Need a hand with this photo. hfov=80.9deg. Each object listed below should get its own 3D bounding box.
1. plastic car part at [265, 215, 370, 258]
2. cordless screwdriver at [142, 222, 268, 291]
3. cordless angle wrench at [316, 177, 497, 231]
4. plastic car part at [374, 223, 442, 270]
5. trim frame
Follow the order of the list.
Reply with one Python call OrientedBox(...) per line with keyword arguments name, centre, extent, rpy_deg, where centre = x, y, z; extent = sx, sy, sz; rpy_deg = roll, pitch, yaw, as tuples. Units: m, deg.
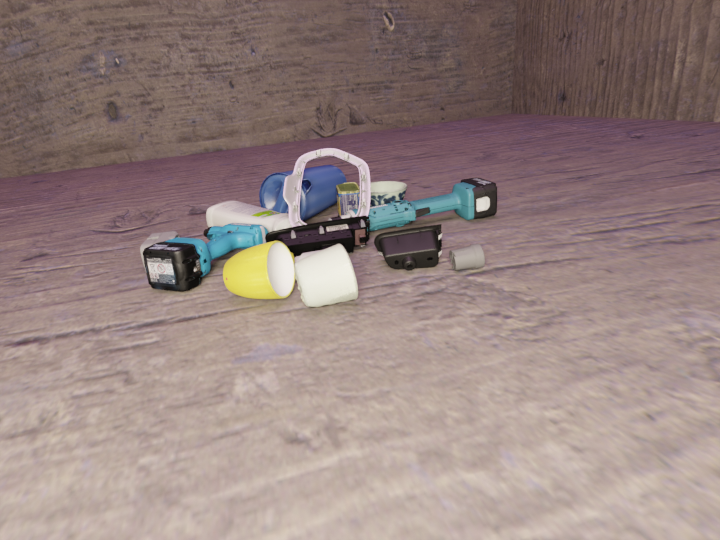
OrientedBox(name="plastic car part", centre=(-0.079, -0.052, 0.808), extent=(0.202, 0.064, 0.069), rpy_deg=(-6, 48, -3))
OrientedBox(name="cordless screwdriver", centre=(-0.310, -0.042, 0.821), extent=(0.166, 0.073, 0.244), rpy_deg=(5, 22, 25))
OrientedBox(name="cordless angle wrench", centre=(0.085, -0.124, 0.918), extent=(0.418, 0.072, 0.102), rpy_deg=(-13, 24, -9))
OrientedBox(name="plastic car part", centre=(0.086, -0.030, 0.720), extent=(0.117, 0.063, 0.073), rpy_deg=(-8, 36, 2))
OrientedBox(name="trim frame", centre=(-0.071, -0.174, 0.904), extent=(0.186, 0.026, 0.255), rpy_deg=(0, 60, 5))
